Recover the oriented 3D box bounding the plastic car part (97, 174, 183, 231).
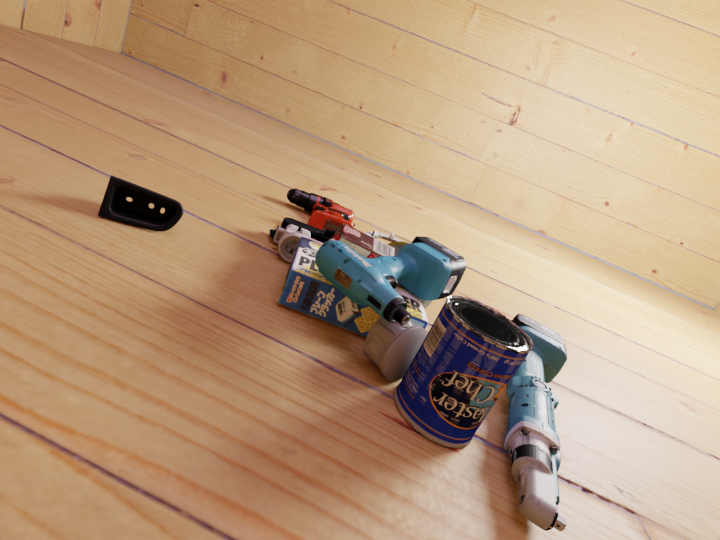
[{"bbox_3d":[-0.351,-0.105,0.689,0.112,0.066,0.074,18,6,-24],"label":"plastic car part"}]

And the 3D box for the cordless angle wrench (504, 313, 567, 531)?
[{"bbox_3d":[0.235,0.177,0.581,0.101,0.074,0.414,28,23,12],"label":"cordless angle wrench"}]

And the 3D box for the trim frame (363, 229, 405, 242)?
[{"bbox_3d":[0.108,-0.043,1.056,0.176,0.027,0.262,12,21,-30],"label":"trim frame"}]

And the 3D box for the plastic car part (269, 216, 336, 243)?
[{"bbox_3d":[-0.082,-0.054,0.838,0.200,0.066,0.068,18,27,-7],"label":"plastic car part"}]

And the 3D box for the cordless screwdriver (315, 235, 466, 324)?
[{"bbox_3d":[0.069,0.012,0.616,0.237,0.074,0.168,-3,32,-45],"label":"cordless screwdriver"}]
